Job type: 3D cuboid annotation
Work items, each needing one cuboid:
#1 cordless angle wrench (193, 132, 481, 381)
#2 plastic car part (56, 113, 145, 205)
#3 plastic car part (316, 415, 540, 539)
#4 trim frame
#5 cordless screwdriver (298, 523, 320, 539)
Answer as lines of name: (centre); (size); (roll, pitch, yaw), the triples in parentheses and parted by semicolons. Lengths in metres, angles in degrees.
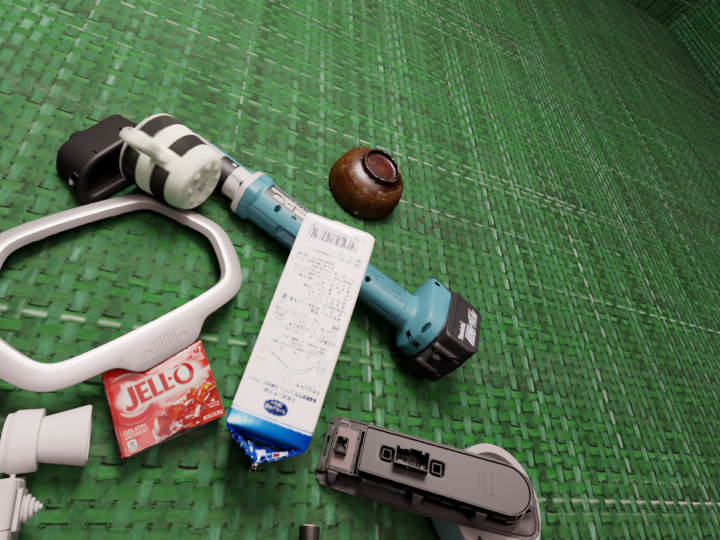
cordless angle wrench: (-0.050, -0.033, 0.512); (0.424, 0.074, 0.097); (37, 36, 1)
plastic car part: (-0.280, -0.131, 0.462); (0.073, 0.065, 0.115); (34, 53, 11)
plastic car part: (0.063, 0.185, 0.392); (0.207, 0.065, 0.067); (13, 47, 10)
trim frame: (-0.231, 0.007, 0.402); (0.189, 0.027, 0.242); (45, 45, 14)
cordless screwdriver: (0.044, 0.314, 0.352); (0.242, 0.074, 0.163); (14, 56, -16)
